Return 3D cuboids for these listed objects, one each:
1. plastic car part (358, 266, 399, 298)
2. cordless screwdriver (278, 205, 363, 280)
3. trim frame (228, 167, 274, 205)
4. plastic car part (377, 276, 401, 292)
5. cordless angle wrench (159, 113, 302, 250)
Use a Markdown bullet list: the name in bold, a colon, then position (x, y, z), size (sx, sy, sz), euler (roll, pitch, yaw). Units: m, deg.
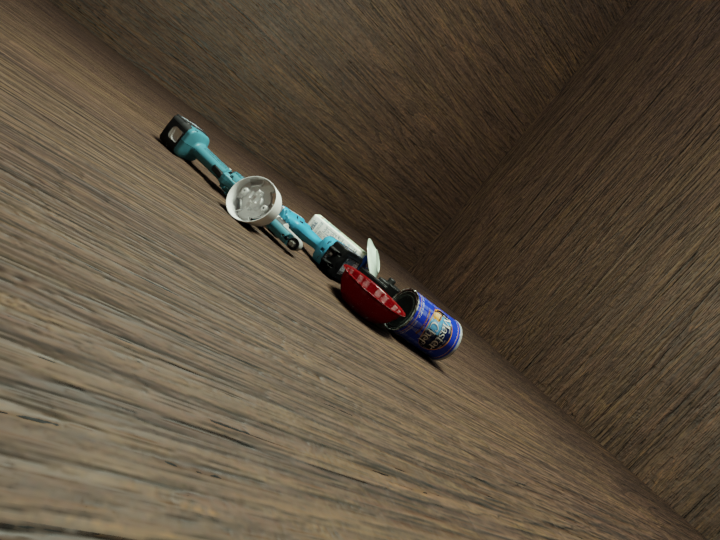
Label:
- **plastic car part**: position (0.053, 0.060, 1.093), size (0.204, 0.067, 0.066), euler (36, 15, 2)
- **cordless screwdriver**: position (-0.103, -0.067, 1.051), size (0.262, 0.074, 0.151), euler (38, 5, 31)
- **trim frame**: position (-0.303, -0.219, 1.192), size (0.245, 0.027, 0.187), euler (39, 7, -10)
- **plastic car part**: position (0.072, 0.054, 1.178), size (0.070, 0.071, 0.110), euler (43, 4, 37)
- **cordless angle wrench**: position (-0.278, -0.187, 0.933), size (0.436, 0.074, 0.095), euler (43, 8, 16)
